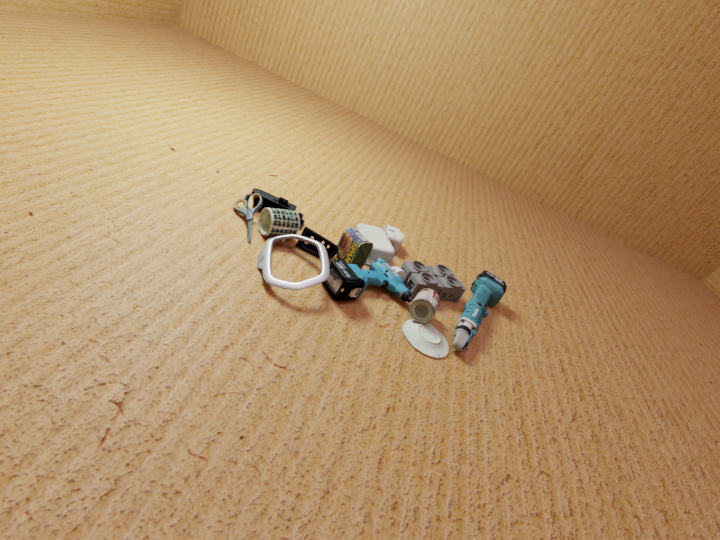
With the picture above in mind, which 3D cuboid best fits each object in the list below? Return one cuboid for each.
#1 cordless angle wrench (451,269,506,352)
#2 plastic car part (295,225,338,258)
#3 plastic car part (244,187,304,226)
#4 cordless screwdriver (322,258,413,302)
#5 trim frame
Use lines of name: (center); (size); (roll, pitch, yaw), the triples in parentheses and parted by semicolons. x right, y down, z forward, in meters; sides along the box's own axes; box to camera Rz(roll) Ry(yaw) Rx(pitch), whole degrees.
cordless angle wrench: (0.337, 0.119, 1.239); (0.101, 0.074, 0.414); (33, 33, 13)
plastic car part: (-0.121, -0.079, 1.237); (0.116, 0.066, 0.071); (28, 15, -2)
plastic car part: (-0.267, -0.200, 1.318); (0.203, 0.066, 0.067); (21, 37, -1)
cordless screwdriver: (0.026, 0.037, 1.141); (0.237, 0.074, 0.168); (-3, 40, -46)
trim frame: (-0.174, -0.026, 1.095); (0.182, 0.027, 0.258); (0, 37, -10)
